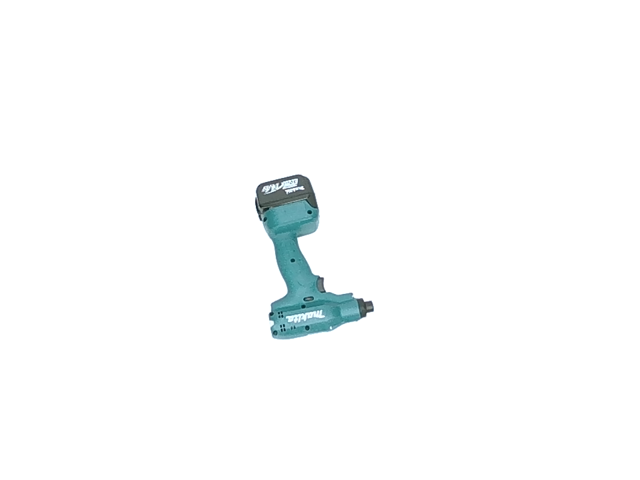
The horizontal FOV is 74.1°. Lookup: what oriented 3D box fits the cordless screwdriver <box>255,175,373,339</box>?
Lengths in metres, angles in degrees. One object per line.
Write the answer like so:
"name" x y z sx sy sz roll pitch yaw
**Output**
"cordless screwdriver" -0.016 0.022 0.673 0.159 0.248 0.074 -10 -16 -4
